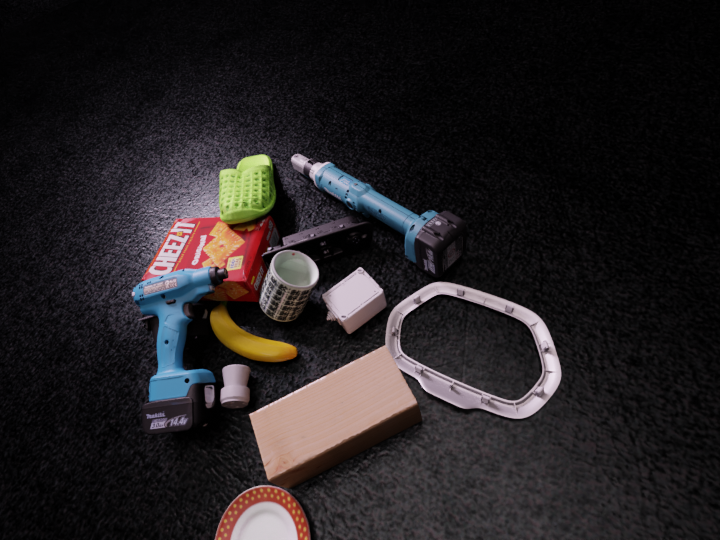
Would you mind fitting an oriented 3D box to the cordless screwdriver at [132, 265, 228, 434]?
[{"bbox_3d":[-0.271,0.117,0.667,0.161,0.072,0.255,-16,71,7],"label":"cordless screwdriver"}]

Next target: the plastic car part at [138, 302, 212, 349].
[{"bbox_3d":[-0.319,0.105,0.745,0.117,0.064,0.073,-14,71,5],"label":"plastic car part"}]

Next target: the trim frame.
[{"bbox_3d":[0.158,0.108,0.623,0.260,0.026,0.184,20,66,25],"label":"trim frame"}]

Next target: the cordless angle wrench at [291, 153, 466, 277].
[{"bbox_3d":[0.000,-0.137,0.798,0.074,0.093,0.447,-40,53,-18],"label":"cordless angle wrench"}]

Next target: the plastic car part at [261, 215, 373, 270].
[{"bbox_3d":[-0.076,-0.050,0.775,0.204,0.063,0.070,-15,37,3],"label":"plastic car part"}]
